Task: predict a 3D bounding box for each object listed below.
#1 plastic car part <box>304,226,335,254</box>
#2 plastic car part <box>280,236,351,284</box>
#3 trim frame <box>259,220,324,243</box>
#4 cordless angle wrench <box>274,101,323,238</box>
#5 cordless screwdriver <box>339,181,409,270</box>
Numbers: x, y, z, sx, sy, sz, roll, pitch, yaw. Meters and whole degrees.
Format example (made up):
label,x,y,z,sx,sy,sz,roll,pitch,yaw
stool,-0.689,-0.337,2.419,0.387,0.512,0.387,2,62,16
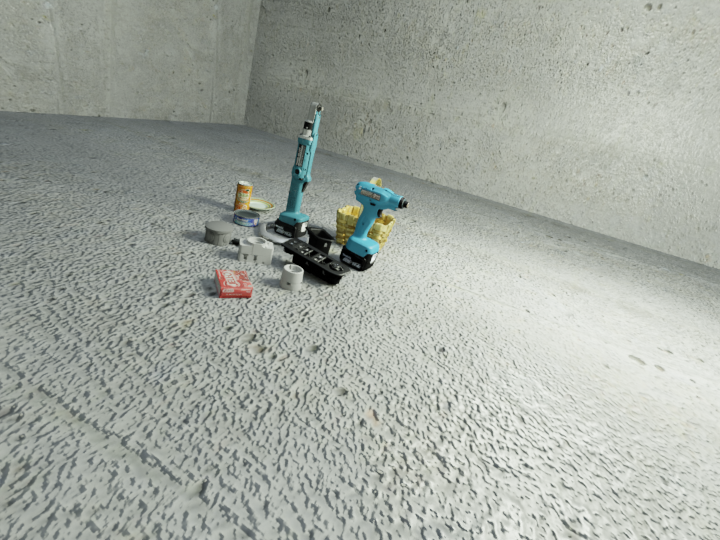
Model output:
label,x,y,z,sx,sy,sz,roll,pitch,yaw
plastic car part,-0.124,-0.081,1.270,0.063,0.070,0.123,3,24,-27
plastic car part,-0.123,-0.019,1.128,0.213,0.066,0.064,25,24,27
trim frame,-0.217,-0.125,1.381,0.238,0.027,0.195,-8,30,-42
cordless angle wrench,-0.184,-0.309,1.324,0.102,0.417,0.072,23,22,21
cordless screwdriver,0.037,-0.118,1.213,0.166,0.245,0.072,24,22,24
